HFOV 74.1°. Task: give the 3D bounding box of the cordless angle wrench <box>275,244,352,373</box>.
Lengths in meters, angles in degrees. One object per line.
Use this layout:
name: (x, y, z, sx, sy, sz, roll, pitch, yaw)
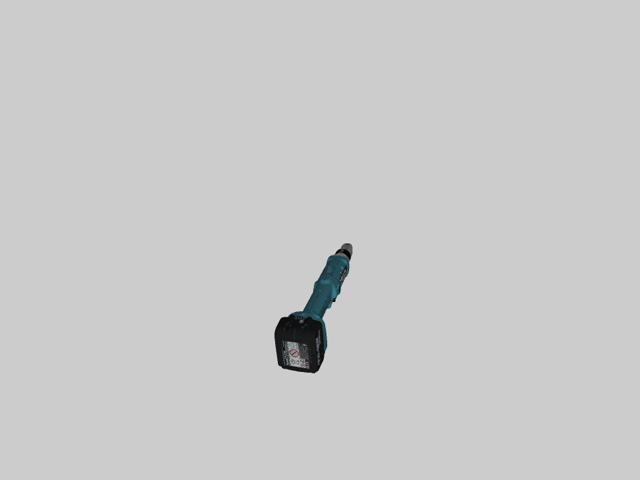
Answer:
cordless angle wrench: (0.014, 0.104, 0.897, 0.074, 0.098, 0.421, 4, 26, 16)
